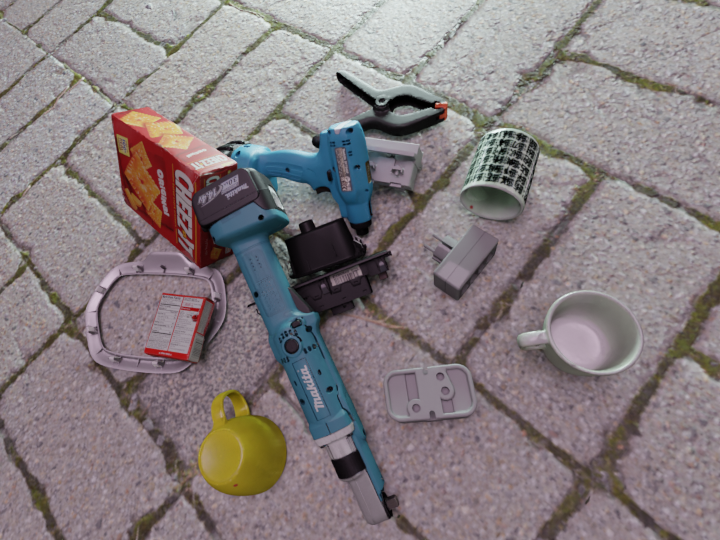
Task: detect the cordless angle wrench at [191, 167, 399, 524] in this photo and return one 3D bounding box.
[{"bbox_3d":[-0.073,0.083,0.497,0.099,0.072,0.430,-27,80,7],"label":"cordless angle wrench"}]

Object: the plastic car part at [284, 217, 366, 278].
[{"bbox_3d":[-0.057,-0.037,0.582,0.118,0.066,0.070,-16,99,10],"label":"plastic car part"}]

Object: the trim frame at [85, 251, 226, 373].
[{"bbox_3d":[-0.319,0.059,0.645,0.256,0.026,0.187,1,66,17],"label":"trim frame"}]

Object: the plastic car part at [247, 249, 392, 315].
[{"bbox_3d":[-0.050,0.029,0.570,0.204,0.066,0.066,-17,96,5],"label":"plastic car part"}]

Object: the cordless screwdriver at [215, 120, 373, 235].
[{"bbox_3d":[-0.102,-0.125,0.625,0.259,0.154,0.074,2,29,25],"label":"cordless screwdriver"}]
